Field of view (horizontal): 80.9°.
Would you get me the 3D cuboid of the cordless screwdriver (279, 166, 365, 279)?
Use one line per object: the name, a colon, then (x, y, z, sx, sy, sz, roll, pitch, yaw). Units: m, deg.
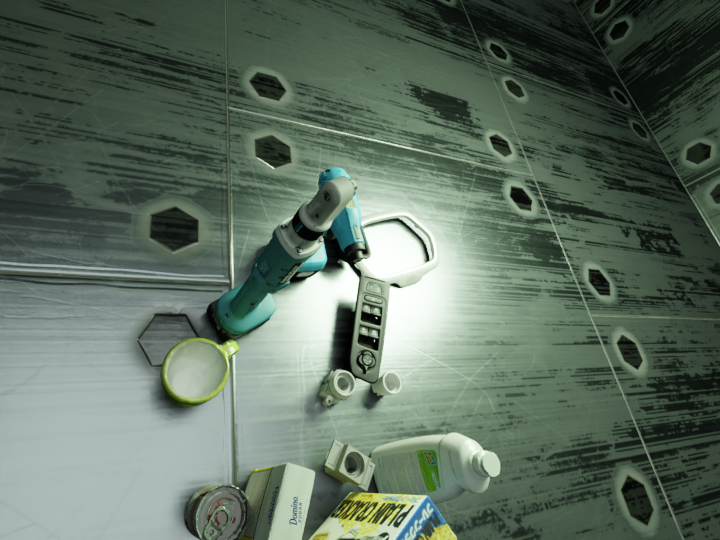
cordless screwdriver: (-0.073, -0.048, 0.745, 0.071, 0.252, 0.164, -3, 67, -32)

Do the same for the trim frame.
trim frame: (0.079, -0.053, 0.967, 0.240, 0.028, 0.189, -15, 71, -33)

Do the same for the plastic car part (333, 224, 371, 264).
plastic car part: (-0.030, -0.062, 0.889, 0.063, 0.072, 0.120, -5, 67, -31)

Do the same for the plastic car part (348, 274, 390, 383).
plastic car part: (0.008, 0.114, 0.810, 0.064, 0.068, 0.207, 19, 56, -20)

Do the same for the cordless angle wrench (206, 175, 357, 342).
cordless angle wrench: (-0.121, 0.001, 0.582, 0.095, 0.428, 0.075, -29, 83, -38)
